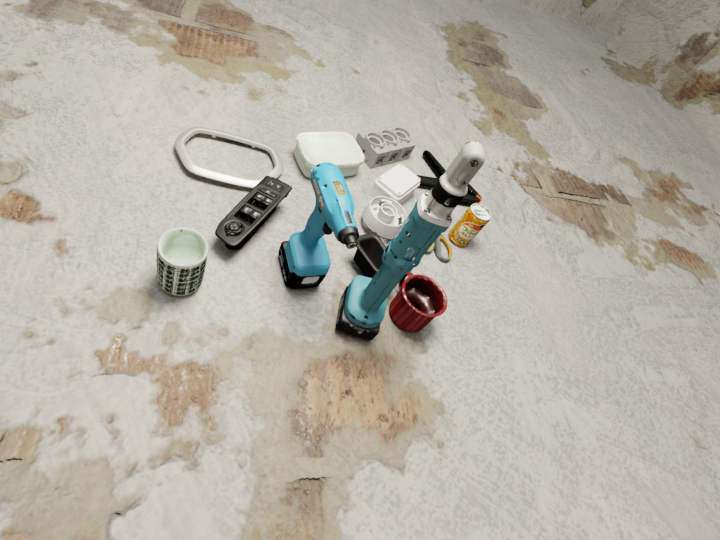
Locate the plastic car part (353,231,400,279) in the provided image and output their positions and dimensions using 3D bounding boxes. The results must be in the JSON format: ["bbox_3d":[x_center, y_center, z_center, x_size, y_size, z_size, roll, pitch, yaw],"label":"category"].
[{"bbox_3d":[0.025,-0.012,0.863,0.064,0.070,0.121,-14,60,-31],"label":"plastic car part"}]

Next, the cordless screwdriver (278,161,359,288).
[{"bbox_3d":[-0.072,-0.047,0.737,0.072,0.247,0.166,-2,56,-27],"label":"cordless screwdriver"}]

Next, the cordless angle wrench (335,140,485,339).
[{"bbox_3d":[0.065,-0.026,0.656,0.073,0.421,0.100,20,49,-11],"label":"cordless angle wrench"}]

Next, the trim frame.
[{"bbox_3d":[-0.298,-0.262,0.971,0.243,0.027,0.190,9,50,-14],"label":"trim frame"}]

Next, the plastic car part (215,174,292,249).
[{"bbox_3d":[-0.220,-0.112,0.854,0.067,0.067,0.202,31,49,2],"label":"plastic car part"}]
